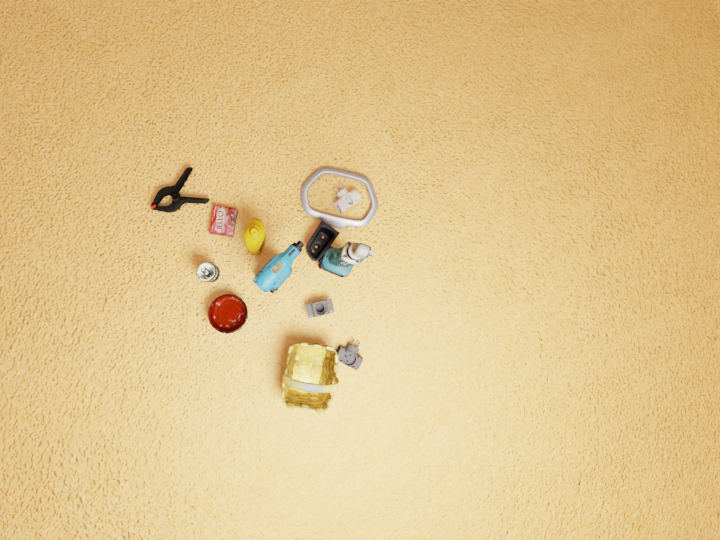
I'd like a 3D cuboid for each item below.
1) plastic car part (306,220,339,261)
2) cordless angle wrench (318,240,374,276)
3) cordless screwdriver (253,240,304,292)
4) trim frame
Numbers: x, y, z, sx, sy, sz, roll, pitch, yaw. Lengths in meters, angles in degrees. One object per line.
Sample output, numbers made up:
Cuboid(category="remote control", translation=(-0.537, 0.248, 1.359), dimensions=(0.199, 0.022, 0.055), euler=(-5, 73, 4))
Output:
Cuboid(category="plastic car part", translation=(-0.126, -0.082, 1.286), dimensions=(0.065, 0.071, 0.116), euler=(34, 81, -5))
Cuboid(category="cordless angle wrench", translation=(-0.038, -0.036, 1.112), dimensions=(0.097, 0.427, 0.074), euler=(23, 83, -9))
Cuboid(category="cordless screwdriver", translation=(-0.224, -0.010, 1.177), dimensions=(0.074, 0.251, 0.159), euler=(43, 80, -6))
Cuboid(category="trim frame", translation=(-0.066, -0.227, 1.331), dimensions=(0.246, 0.027, 0.185), euler=(12, 82, -5))
